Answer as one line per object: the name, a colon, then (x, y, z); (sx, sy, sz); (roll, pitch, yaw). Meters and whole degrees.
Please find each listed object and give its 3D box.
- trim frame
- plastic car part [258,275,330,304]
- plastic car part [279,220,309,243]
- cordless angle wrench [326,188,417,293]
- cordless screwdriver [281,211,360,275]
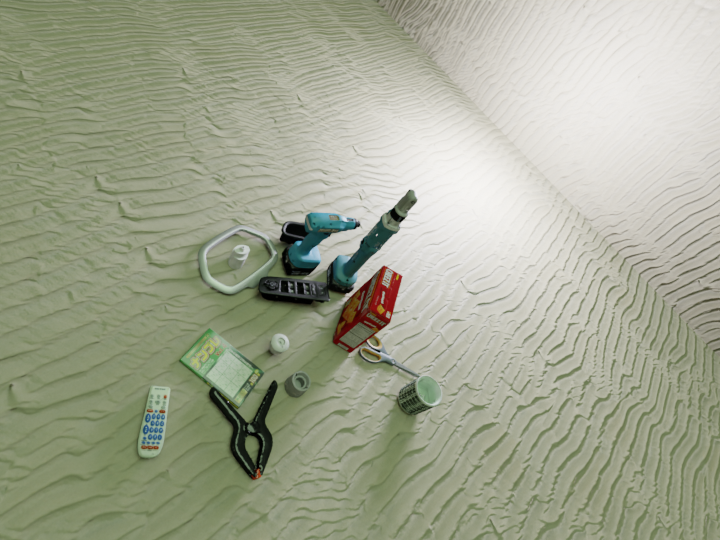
trim frame: (-0.342, -0.034, 1.191); (0.186, 0.027, 0.245); (42, 47, 5)
plastic car part: (-0.191, 0.058, 1.179); (0.195, 0.067, 0.068); (11, 53, -23)
plastic car part: (-0.198, -0.106, 1.296); (0.112, 0.071, 0.068); (8, 55, -26)
cordless angle wrench: (0.028, -0.073, 1.155); (0.072, 0.426, 0.101); (16, 52, -23)
cordless screwdriver: (-0.117, -0.077, 1.197); (0.152, 0.250, 0.077); (0, 60, -32)
